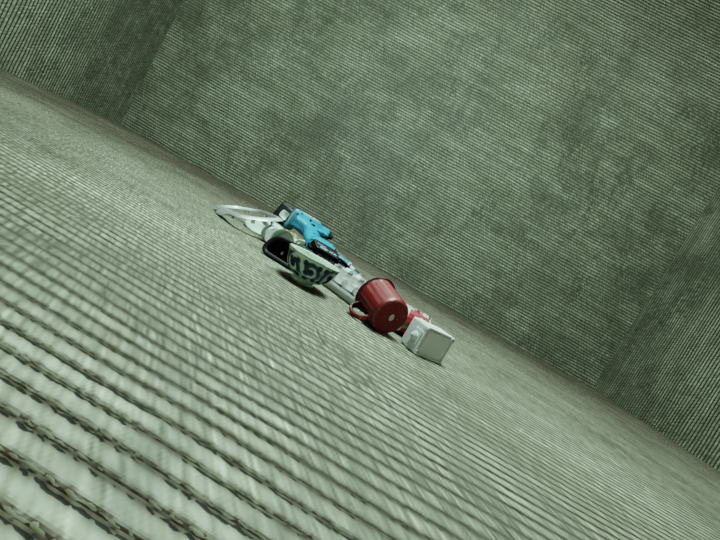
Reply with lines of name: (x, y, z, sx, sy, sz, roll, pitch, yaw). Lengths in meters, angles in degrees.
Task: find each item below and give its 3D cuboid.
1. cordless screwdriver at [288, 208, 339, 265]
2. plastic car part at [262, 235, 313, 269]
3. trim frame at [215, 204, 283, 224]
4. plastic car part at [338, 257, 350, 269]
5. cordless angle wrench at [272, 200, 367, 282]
cordless screwdriver: (-0.121, -0.079, 1.234, 0.151, 0.074, 0.260, 27, 22, -32)
plastic car part: (-0.174, -0.035, 1.025, 0.121, 0.066, 0.068, 27, -12, 18)
trim frame: (-0.343, -0.170, 1.281, 0.175, 0.027, 0.263, 2, 15, -37)
plastic car part: (-0.105, -0.025, 1.279, 0.063, 0.066, 0.215, 11, 16, -46)
cordless angle wrench: (-0.126, -0.076, 1.436, 0.437, 0.074, 0.095, 41, 3, 17)
